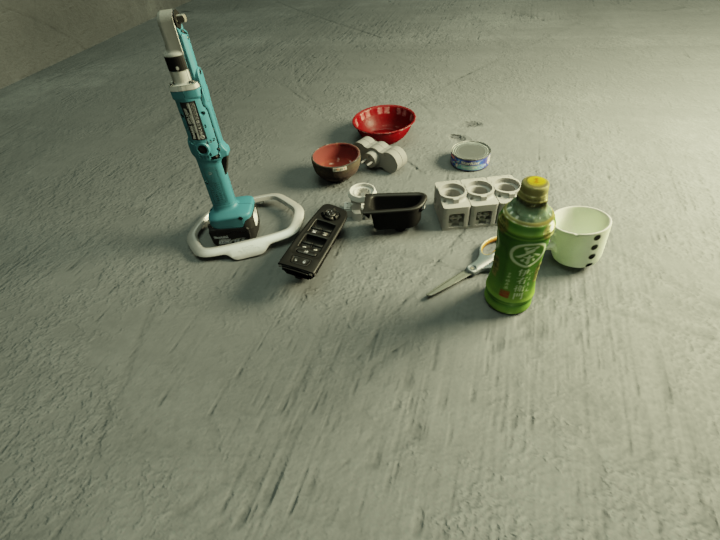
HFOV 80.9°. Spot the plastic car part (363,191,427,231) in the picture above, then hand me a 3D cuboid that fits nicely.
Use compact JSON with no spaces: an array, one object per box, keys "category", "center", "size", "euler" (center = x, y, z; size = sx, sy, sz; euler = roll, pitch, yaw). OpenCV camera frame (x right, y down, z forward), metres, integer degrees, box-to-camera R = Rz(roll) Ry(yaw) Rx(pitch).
[{"category":"plastic car part","center":[0.067,-0.107,0.808],"size":[0.119,0.068,0.067],"euler":[1,44,10]}]

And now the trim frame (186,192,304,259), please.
[{"category":"trim frame","center":[-0.238,-0.094,0.879],"size":[0.247,0.026,0.193],"euler":[-14,43,-5]}]

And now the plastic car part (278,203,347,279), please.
[{"category":"plastic car part","center":[-0.076,-0.050,0.776],"size":[0.068,0.064,0.204],"euler":[9,46,17]}]

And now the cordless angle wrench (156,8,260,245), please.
[{"category":"cordless angle wrench","center":[-0.269,-0.224,0.743],"size":[0.099,0.407,0.076],"euler":[-2,43,3]}]
